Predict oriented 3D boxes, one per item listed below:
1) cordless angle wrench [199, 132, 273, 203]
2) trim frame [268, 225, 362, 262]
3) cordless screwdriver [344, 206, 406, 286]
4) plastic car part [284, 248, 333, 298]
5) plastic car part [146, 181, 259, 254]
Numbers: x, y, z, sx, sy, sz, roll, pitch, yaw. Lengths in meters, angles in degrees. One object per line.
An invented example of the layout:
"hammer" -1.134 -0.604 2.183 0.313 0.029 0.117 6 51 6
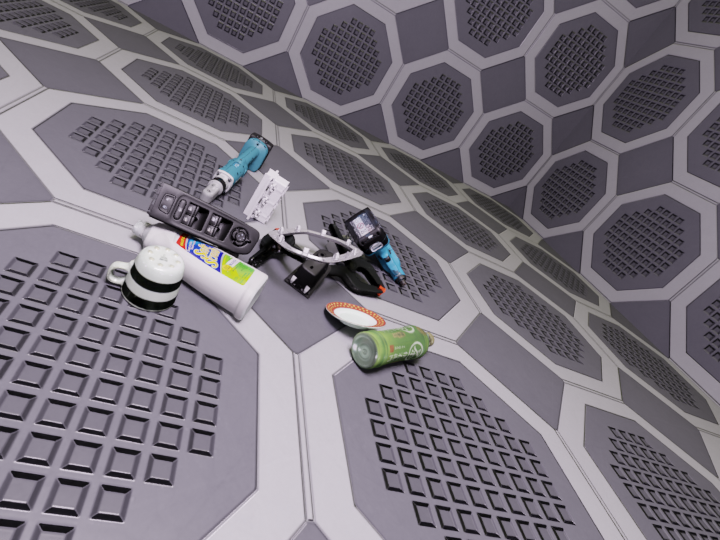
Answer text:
"cordless angle wrench" -0.338 -0.276 1.149 0.073 0.098 0.430 31 28 -12
"trim frame" -0.089 -0.058 0.911 0.192 0.027 0.240 25 15 20
"cordless screwdriver" 0.053 -0.053 1.110 0.166 0.075 0.237 61 8 27
"plastic car part" -0.099 -0.008 0.914 0.067 0.071 0.115 37 47 4
"plastic car part" -0.288 -0.085 0.786 0.195 0.069 0.067 25 70 -22
